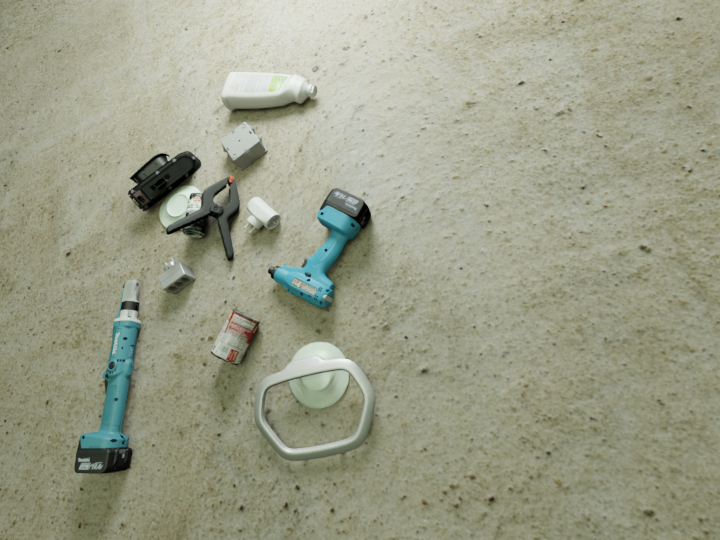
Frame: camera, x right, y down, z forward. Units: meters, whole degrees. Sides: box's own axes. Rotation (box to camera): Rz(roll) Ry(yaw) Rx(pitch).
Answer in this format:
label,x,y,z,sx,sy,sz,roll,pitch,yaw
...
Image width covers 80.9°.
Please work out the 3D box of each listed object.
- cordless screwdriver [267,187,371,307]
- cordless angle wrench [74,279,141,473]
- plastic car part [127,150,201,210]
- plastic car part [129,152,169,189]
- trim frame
label,x,y,z,sx,sy,sz,roll,pitch,yaw
cordless screwdriver,-0.090,-0.059,0.924,0.166,0.071,0.249,24,83,23
cordless angle wrench,-0.553,0.223,0.969,0.100,0.071,0.433,-8,67,13
plastic car part,-0.511,-0.242,1.108,0.202,0.069,0.065,-42,103,-12
plastic car part,-0.552,-0.259,1.150,0.116,0.065,0.072,-43,81,-5
trim frame,-0.092,0.263,0.816,0.253,0.026,0.187,-18,78,14
